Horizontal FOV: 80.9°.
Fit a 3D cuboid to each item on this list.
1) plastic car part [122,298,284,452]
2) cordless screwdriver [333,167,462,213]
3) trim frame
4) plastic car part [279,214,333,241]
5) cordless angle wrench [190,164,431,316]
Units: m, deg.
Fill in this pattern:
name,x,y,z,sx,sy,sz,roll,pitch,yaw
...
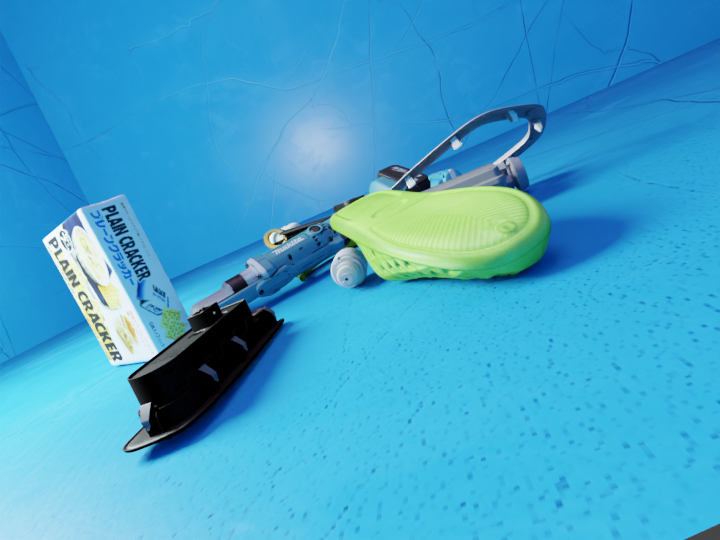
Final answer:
name,x,y,z,sx,sy,sz,roll,pitch,yaw
plastic car part,-0.127,0.068,0.359,0.067,0.066,0.204,-15,15,10
cordless screwdriver,0.069,-0.141,0.869,0.246,0.073,0.163,-22,10,-11
trim frame,0.139,-0.135,0.583,0.252,0.028,0.175,-39,-25,33
plastic car part,-0.081,-0.059,0.784,0.119,0.070,0.065,-13,9,13
cordless angle wrench,-0.062,-0.041,0.636,0.414,0.071,0.104,-34,45,-27
